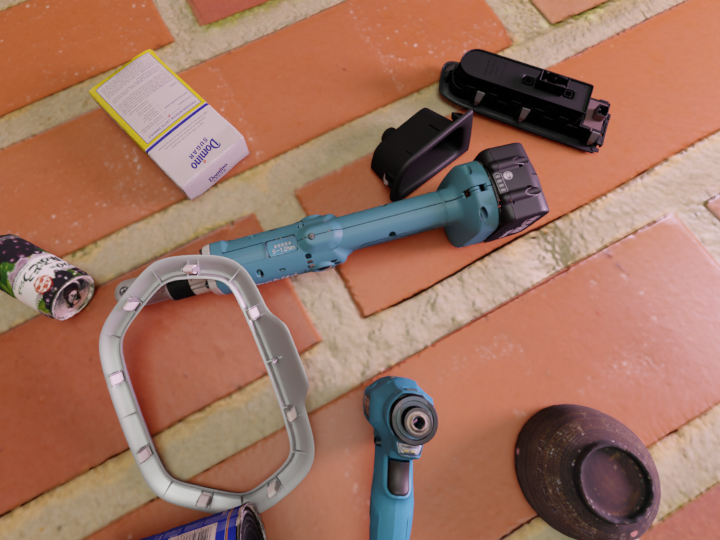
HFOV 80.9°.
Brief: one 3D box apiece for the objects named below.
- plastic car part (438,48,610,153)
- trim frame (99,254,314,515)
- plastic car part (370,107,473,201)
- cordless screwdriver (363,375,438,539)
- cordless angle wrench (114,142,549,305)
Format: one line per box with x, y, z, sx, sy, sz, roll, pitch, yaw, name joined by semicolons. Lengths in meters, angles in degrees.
0.190;-0.203;0.489;0.207;0.065;0.066;22;82;11;plastic car part
-0.141;0.106;0.386;0.185;0.027;0.250;-21;86;4;trim frame
0.059;-0.140;0.476;0.116;0.063;0.074;-36;62;-6;plastic car part
0.025;0.208;0.311;0.074;0.157;0.252;5;75;-1;cordless screwdriver
-0.042;-0.027;0.426;0.423;0.096;0.076;-15;78;1;cordless angle wrench
